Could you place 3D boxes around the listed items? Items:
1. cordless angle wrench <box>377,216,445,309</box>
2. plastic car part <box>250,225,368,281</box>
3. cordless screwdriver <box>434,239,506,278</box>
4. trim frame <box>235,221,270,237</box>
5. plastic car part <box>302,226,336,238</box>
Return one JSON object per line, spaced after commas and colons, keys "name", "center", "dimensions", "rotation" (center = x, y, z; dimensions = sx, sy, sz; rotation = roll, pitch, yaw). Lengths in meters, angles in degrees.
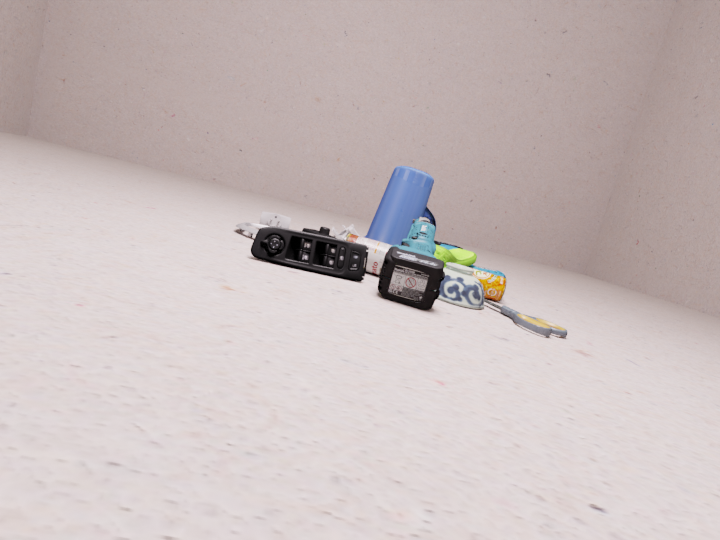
{"name": "cordless angle wrench", "center": [0.115, -0.048, 0.837], "dimensions": [0.100, 0.073, 0.421], "rotation": [14, 21, 7]}
{"name": "plastic car part", "center": [-0.092, -0.033, 0.745], "dimensions": [0.198, 0.066, 0.069], "rotation": [12, -1, -15]}
{"name": "cordless screwdriver", "center": [0.247, -0.017, 1.123], "dimensions": [0.154, 0.074, 0.258], "rotation": [10, 14, -19]}
{"name": "trim frame", "center": [-0.172, -0.078, 0.999], "dimensions": [0.239, 0.027, 0.192], "rotation": [8, 12, -23]}
{"name": "plastic car part", "center": [-0.084, -0.055, 0.860], "dimensions": [0.063, 0.070, 0.123], "rotation": [5, 10, -44]}
